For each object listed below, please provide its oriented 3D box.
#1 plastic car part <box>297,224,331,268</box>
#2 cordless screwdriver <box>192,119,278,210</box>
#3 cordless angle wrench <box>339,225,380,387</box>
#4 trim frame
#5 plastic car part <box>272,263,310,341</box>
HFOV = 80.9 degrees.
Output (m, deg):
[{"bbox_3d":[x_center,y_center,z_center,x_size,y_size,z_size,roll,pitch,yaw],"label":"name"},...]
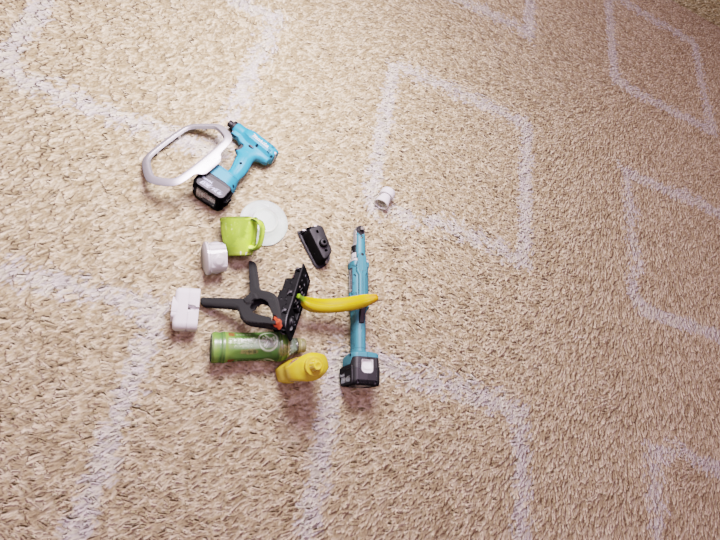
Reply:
[{"bbox_3d":[-0.109,-0.071,1.115,0.064,0.071,0.119,-21,78,-25],"label":"plastic car part"},{"bbox_3d":[-0.346,-0.285,1.109,0.159,0.075,0.248,37,60,-3],"label":"cordless screwdriver"},{"bbox_3d":[-0.004,0.079,1.094,0.072,0.099,0.433,9,65,-20],"label":"cordless angle wrench"},{"bbox_3d":[-0.436,-0.296,1.065,0.192,0.026,0.247,26,60,24],"label":"trim frame"},{"bbox_3d":[-0.170,0.074,1.018,0.068,0.064,0.208,-1,44,5],"label":"plastic car part"}]
